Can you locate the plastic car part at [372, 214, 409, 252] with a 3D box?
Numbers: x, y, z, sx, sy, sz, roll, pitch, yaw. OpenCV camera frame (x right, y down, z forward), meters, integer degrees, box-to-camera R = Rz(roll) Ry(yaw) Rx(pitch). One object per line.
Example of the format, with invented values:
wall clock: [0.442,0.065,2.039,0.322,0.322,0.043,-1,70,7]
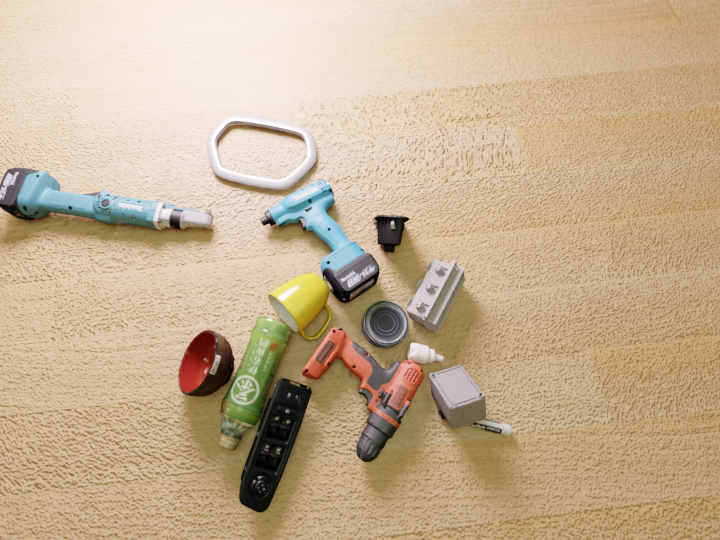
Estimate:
plastic car part: [0.057,-0.071,0.819,0.066,0.117,0.070,5,95,-2]

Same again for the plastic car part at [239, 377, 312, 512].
plastic car part: [-0.152,0.283,0.703,0.063,0.070,0.205,29,68,-31]

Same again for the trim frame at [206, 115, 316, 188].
trim frame: [-0.219,-0.266,0.934,0.251,0.027,0.186,10,71,6]

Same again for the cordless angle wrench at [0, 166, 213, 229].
cordless angle wrench: [-0.511,-0.128,0.864,0.424,0.073,0.099,9,71,1]

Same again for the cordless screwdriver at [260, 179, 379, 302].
cordless screwdriver: [-0.081,-0.053,0.829,0.158,0.072,0.258,-28,68,-10]
